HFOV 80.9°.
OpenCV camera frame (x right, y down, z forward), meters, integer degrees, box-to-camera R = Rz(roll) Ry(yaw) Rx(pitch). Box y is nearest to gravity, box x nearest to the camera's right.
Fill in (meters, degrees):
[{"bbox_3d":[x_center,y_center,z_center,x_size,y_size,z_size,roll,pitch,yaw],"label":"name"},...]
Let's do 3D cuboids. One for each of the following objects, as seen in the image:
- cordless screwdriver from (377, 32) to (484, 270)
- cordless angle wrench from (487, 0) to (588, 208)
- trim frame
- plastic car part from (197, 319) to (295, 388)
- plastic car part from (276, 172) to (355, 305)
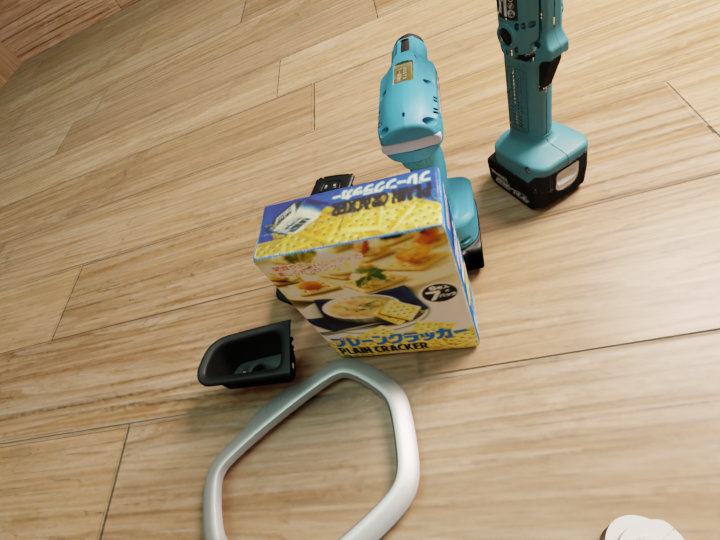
[{"bbox_3d":[0.076,-0.113,0.453,0.076,0.236,0.163,-9,53,18],"label":"cordless screwdriver"},{"bbox_3d":[0.156,-0.226,0.386,0.074,0.401,0.103,-33,49,-2],"label":"cordless angle wrench"},{"bbox_3d":[-0.054,0.199,0.430,0.248,0.026,0.195,-40,49,-5],"label":"trim frame"},{"bbox_3d":[-0.123,0.112,0.500,0.119,0.067,0.068,-16,51,15],"label":"plastic car part"},{"bbox_3d":[-0.056,-0.037,0.577,0.069,0.063,0.205,4,59,28],"label":"plastic car part"}]
